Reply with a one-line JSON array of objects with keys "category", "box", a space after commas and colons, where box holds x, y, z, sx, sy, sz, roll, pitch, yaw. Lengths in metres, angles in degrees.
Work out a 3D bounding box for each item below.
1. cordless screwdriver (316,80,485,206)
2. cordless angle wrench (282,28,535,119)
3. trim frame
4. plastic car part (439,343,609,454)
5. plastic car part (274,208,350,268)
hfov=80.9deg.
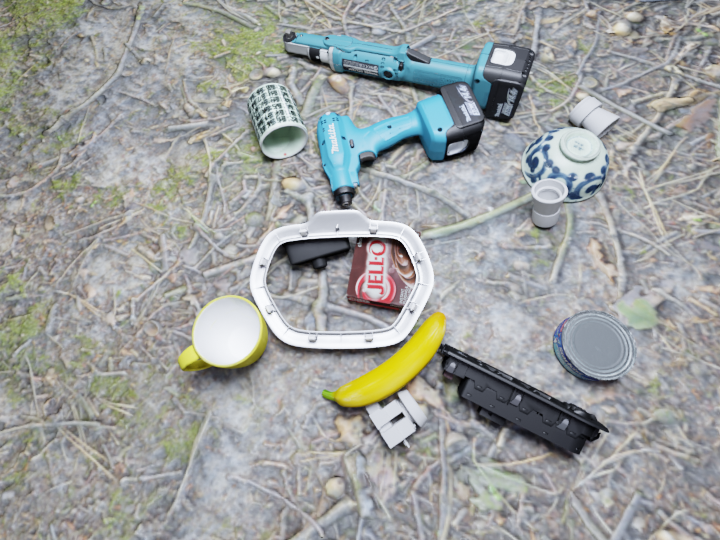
[{"category": "cordless screwdriver", "box": [0.061, -0.193, 0.659, 0.251, 0.072, 0.163, -12, 69, 5]}, {"category": "cordless angle wrench", "box": [0.057, -0.354, 0.718, 0.437, 0.094, 0.075, 19, 72, 17]}, {"category": "trim frame", "box": [-0.029, 0.011, 0.568, 0.252, 0.027, 0.186, -2, 79, 9]}, {"category": "plastic car part", "box": [0.188, 0.158, 0.512, 0.208, 0.064, 0.067, 21, 82, 13]}, {"category": "plastic car part", "box": [-0.061, -0.040, 0.621, 0.117, 0.065, 0.072, -19, 84, 2]}]
